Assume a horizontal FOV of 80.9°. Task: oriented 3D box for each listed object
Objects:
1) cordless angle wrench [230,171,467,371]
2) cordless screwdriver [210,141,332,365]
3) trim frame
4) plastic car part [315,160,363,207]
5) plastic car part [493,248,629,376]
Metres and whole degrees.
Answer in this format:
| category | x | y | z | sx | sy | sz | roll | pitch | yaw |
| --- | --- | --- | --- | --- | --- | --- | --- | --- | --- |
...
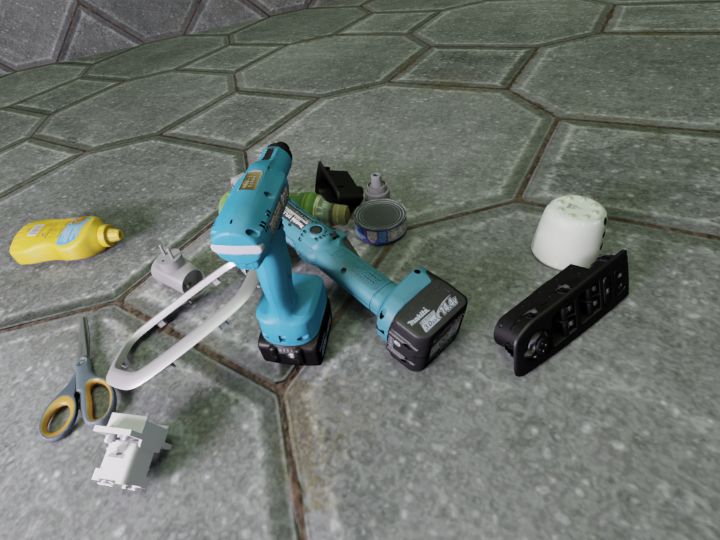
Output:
| category | x | y | z | sx | sy | sz | roll | pitch | yaw |
| --- | --- | --- | --- | --- | --- | --- | --- | --- | --- |
| cordless angle wrench | -0.058 | -0.038 | 0.590 | 0.096 | 0.072 | 0.446 | -35 | 54 | -27 |
| cordless screwdriver | -0.086 | -0.011 | 0.482 | 0.076 | 0.239 | 0.162 | 1 | 47 | 10 |
| trim frame | -0.220 | 0.059 | 0.546 | 0.247 | 0.026 | 0.193 | -41 | 28 | -9 |
| plastic car part | -0.033 | -0.144 | 0.765 | 0.069 | 0.064 | 0.123 | -10 | 42 | -22 |
| plastic car part | 0.229 | 0.041 | 0.491 | 0.199 | 0.064 | 0.071 | -33 | 36 | -23 |
